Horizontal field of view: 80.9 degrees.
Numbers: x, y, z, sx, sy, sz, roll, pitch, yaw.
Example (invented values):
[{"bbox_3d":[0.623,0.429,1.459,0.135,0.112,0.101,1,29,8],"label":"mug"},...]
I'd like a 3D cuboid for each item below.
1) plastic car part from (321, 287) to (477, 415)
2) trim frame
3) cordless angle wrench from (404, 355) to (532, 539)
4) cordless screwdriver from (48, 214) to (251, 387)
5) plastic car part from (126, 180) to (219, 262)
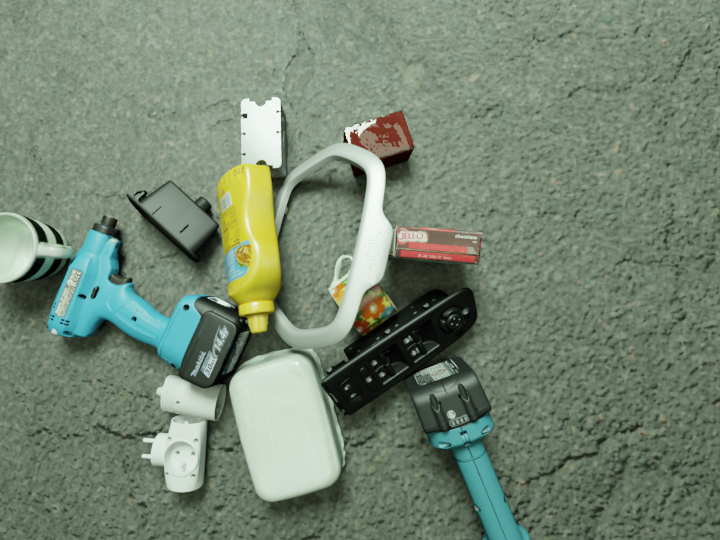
[{"bbox_3d":[0.047,0.086,0.505,0.203,0.069,0.064,-32,111,0],"label":"plastic car part"},{"bbox_3d":[-0.049,-0.032,0.500,0.194,0.026,0.249,8,82,40],"label":"trim frame"},{"bbox_3d":[0.165,0.312,0.464,0.075,0.097,0.425,-22,87,2],"label":"cordless angle wrench"},{"bbox_3d":[-0.257,0.036,0.530,0.253,0.073,0.159,18,86,9],"label":"cordless screwdriver"},{"bbox_3d":[-0.230,-0.070,0.548,0.117,0.066,0.071,38,73,2],"label":"plastic car part"}]
